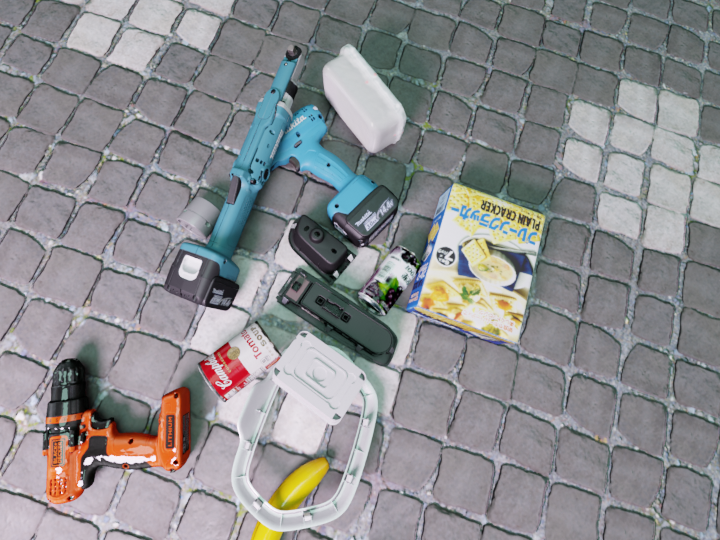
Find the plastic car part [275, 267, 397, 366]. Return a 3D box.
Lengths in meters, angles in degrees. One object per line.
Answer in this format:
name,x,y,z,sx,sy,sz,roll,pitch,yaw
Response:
plastic car part,-0.028,0.069,0.643,0.204,0.067,0.066,34,68,2

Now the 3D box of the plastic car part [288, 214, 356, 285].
plastic car part,-0.065,-0.042,0.663,0.117,0.071,0.066,41,74,2

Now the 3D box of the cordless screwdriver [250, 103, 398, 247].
cordless screwdriver,-0.067,-0.141,0.689,0.159,0.073,0.255,-40,78,-6

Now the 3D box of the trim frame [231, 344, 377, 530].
trim frame,-0.077,0.222,0.592,0.186,0.027,0.250,19,65,6

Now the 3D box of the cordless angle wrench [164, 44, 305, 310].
cordless angle wrench,-0.168,-0.152,0.645,0.077,0.095,0.424,17,81,14
